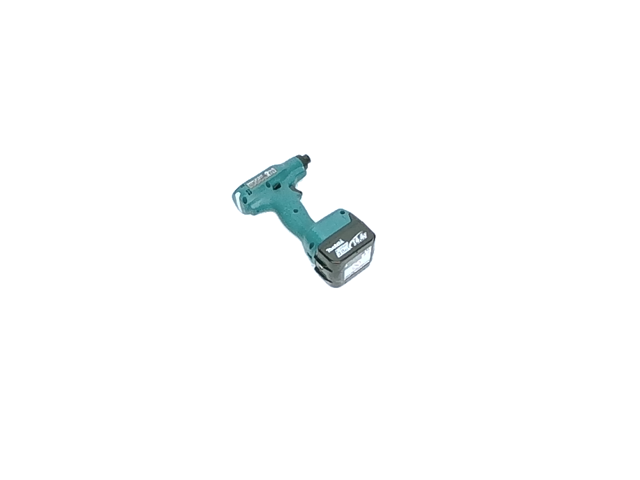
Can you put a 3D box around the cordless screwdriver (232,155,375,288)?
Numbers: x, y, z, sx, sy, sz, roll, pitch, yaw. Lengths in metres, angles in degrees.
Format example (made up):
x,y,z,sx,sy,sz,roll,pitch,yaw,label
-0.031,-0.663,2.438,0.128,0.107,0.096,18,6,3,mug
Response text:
x,y,z,sx,sy,sz,roll,pitch,yaw,label
-0.011,-0.048,0.703,0.158,0.074,0.249,-38,61,-23,cordless screwdriver
